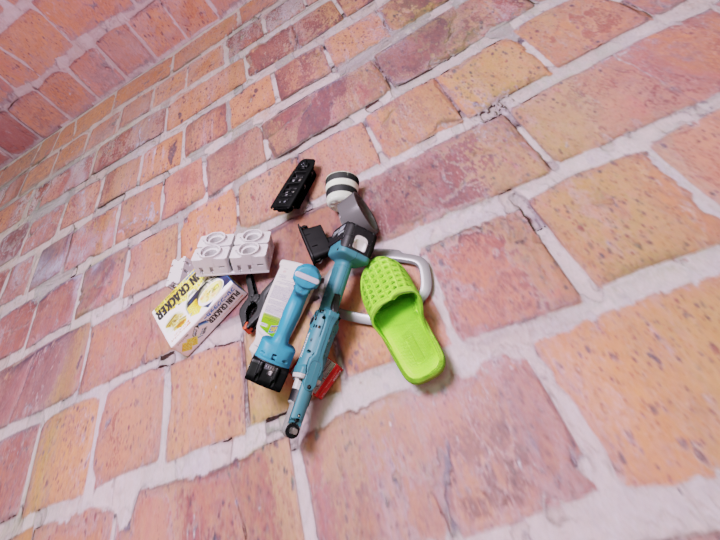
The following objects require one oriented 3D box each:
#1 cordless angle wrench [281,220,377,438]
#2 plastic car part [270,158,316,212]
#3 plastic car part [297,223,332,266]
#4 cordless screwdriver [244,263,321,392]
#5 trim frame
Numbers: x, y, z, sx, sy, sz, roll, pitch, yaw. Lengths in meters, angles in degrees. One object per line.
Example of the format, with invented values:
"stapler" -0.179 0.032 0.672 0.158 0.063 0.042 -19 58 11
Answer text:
"cordless angle wrench" -0.070 0.106 0.826 0.100 0.072 0.427 -29 40 60
"plastic car part" -0.168 -0.228 1.157 0.069 0.063 0.205 -5 53 35
"plastic car part" -0.099 -0.065 1.017 0.070 0.063 0.122 -25 51 -6
"cordless screwdriver" -0.145 0.103 0.846 0.160 0.074 0.249 -179 111 -83
"trim frame" 0.029 0.028 0.894 0.260 0.026 0.186 3 62 34
